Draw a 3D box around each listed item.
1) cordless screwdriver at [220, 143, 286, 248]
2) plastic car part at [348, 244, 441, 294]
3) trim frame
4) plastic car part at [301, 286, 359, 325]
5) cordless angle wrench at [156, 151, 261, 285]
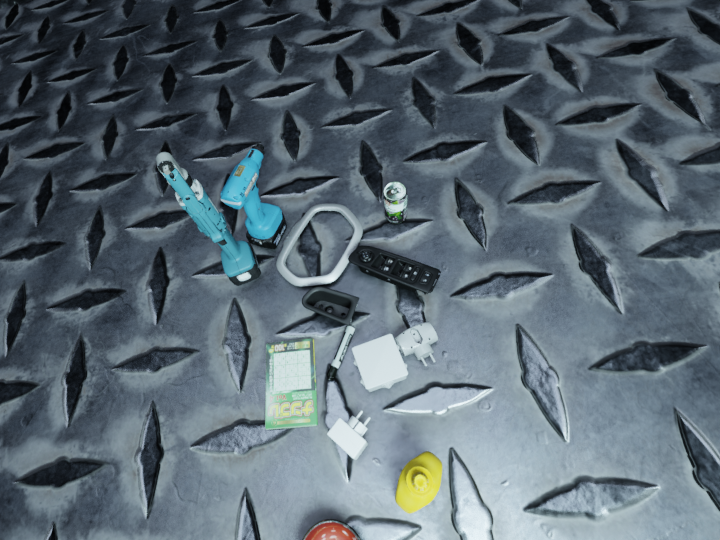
[{"bbox_3d":[-0.239,-0.167,0.999,0.076,0.239,0.160,14,65,14],"label":"cordless screwdriver"},{"bbox_3d":[0.072,-0.001,0.947,0.211,0.064,0.066,23,68,21],"label":"plastic car part"},{"bbox_3d":[-0.102,-0.066,1.040,0.191,0.026,0.249,19,67,20],"label":"trim frame"},{"bbox_3d":[-0.065,0.081,0.928,0.120,0.068,0.066,16,66,18],"label":"plastic car part"},{"bbox_3d":[-0.309,-0.098,0.879,0.074,0.407,0.102,-22,63,-5],"label":"cordless angle wrench"}]
